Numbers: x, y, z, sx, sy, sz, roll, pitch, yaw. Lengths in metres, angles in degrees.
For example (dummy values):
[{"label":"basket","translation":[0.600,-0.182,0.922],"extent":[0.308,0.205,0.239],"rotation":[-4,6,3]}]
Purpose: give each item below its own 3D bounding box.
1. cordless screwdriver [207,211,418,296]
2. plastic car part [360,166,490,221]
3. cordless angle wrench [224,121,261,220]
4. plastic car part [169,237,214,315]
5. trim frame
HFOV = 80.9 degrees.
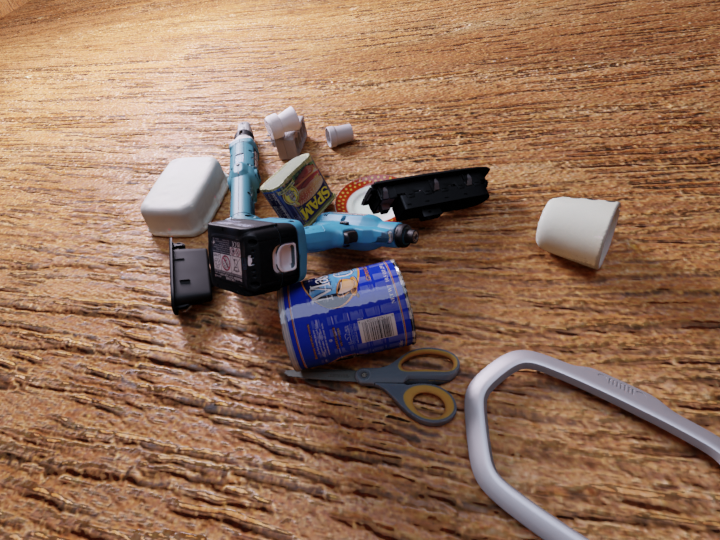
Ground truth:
[{"label":"cordless screwdriver","translation":[-0.051,-0.033,0.521],"extent":[0.167,0.073,0.239],"rotation":[9,17,37]},{"label":"plastic car part","translation":[0.109,-0.111,0.621],"extent":[0.199,0.065,0.069],"rotation":[-16,66,-16]},{"label":"cordless angle wrench","translation":[-0.200,-0.153,0.730],"extent":[0.074,0.093,0.441],"rotation":[-16,45,0]},{"label":"plastic car part","translation":[-0.242,0.011,0.620],"extent":[0.069,0.064,0.122],"rotation":[-11,50,-18]},{"label":"trim frame","translation":[0.220,0.173,0.392],"extent":[0.261,0.026,0.183],"rotation":[23,59,30]}]
